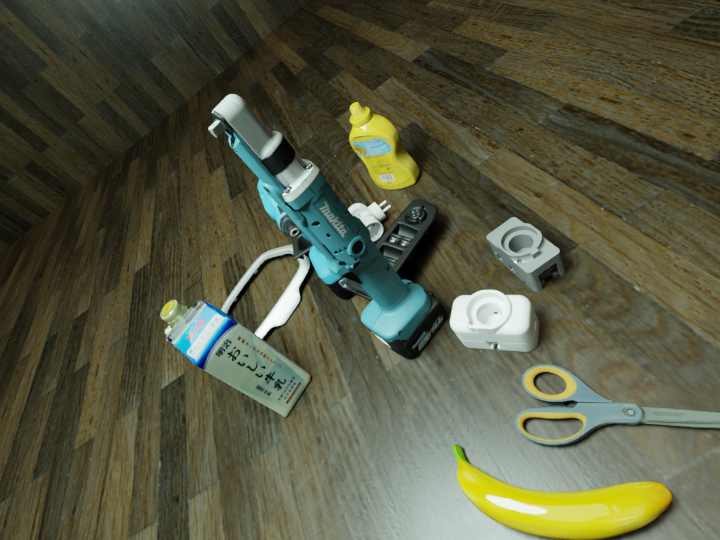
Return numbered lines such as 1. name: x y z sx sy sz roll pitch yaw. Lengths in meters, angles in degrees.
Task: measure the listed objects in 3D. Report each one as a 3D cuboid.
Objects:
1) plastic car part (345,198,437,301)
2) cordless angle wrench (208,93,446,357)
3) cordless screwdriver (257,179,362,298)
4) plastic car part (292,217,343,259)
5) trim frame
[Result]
1. plastic car part: 0.065 -0.029 0.687 0.070 0.063 0.203 17 67 45
2. cordless angle wrench: -0.020 -0.033 0.499 0.098 0.400 0.079 -50 41 -11
3. cordless screwdriver: -0.065 -0.043 0.667 0.075 0.235 0.167 -36 40 6
4. plastic car part: -0.065 -0.054 0.805 0.118 0.067 0.069 -28 42 15
5. trim frame: -0.195 0.050 0.847 0.195 0.026 0.248 18 68 45
